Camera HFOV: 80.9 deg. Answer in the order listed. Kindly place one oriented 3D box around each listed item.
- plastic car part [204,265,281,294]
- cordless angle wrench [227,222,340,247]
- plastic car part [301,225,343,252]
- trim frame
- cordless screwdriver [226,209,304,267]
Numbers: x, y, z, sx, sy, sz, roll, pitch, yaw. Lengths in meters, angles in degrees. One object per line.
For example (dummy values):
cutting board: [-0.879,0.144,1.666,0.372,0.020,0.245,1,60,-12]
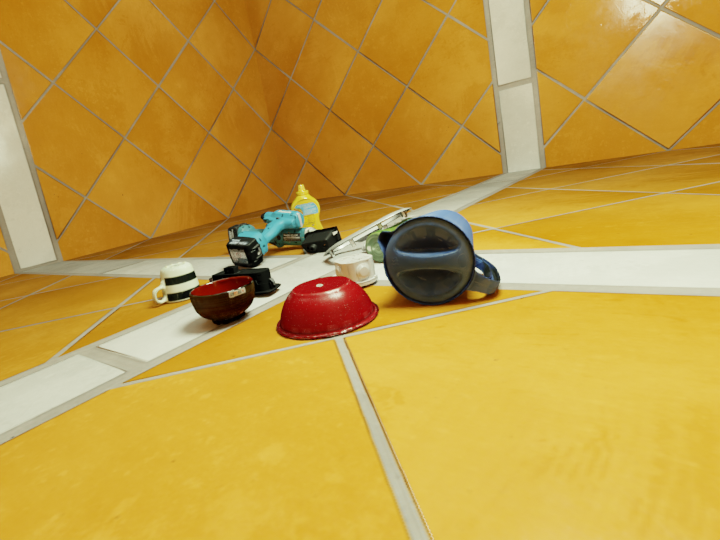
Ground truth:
plastic car part: [-0.258,0.022,0.909,0.212,0.066,0.064,1,9,32]
cordless angle wrench: [-0.248,-0.108,1.357,0.442,0.097,0.072,2,13,32]
plastic car part: [-0.118,-0.077,1.206,0.121,0.064,0.071,-8,26,26]
trim frame: [0.017,-0.092,1.052,0.250,0.028,0.182,-30,1,7]
cordless screwdriver: [-0.297,-0.109,1.257,0.167,0.071,0.246,8,38,32]
